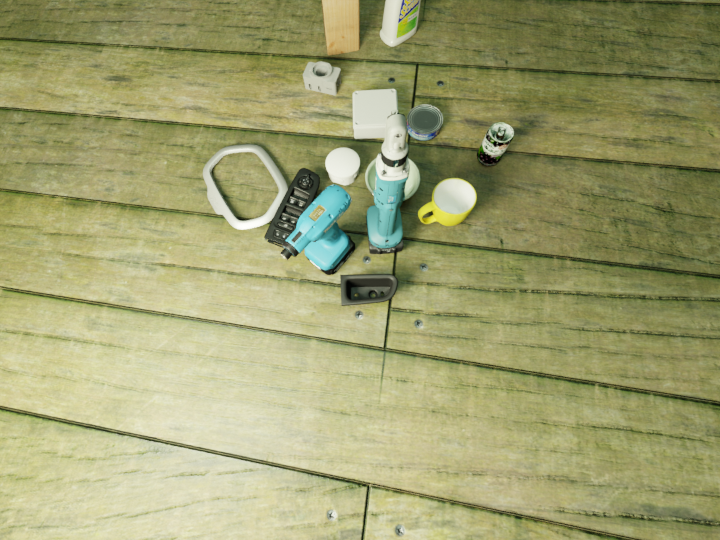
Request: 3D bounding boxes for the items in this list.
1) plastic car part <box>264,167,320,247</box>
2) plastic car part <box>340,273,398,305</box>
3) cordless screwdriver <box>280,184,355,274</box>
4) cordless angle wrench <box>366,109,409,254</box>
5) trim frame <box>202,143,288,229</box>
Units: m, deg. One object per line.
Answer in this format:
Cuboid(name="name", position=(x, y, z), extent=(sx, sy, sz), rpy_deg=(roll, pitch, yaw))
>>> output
Cuboid(name="plastic car part", position=(-0.147, -0.139, 0.967), extent=(0.068, 0.065, 0.204), rpy_deg=(18, 73, 9))
Cuboid(name="plastic car part", position=(0.018, 0.045, 0.882), extent=(0.117, 0.069, 0.067), rpy_deg=(-3, 71, 3))
Cuboid(name="cordless screwdriver", position=(-0.082, -0.053, 0.836), extent=(0.076, 0.243, 0.158), rpy_deg=(38, 77, 12))
Cuboid(name="cordless angle wrench", position=(0.051, -0.137, 0.762), extent=(0.074, 0.413, 0.100), rpy_deg=(-4, 73, -1))
Cuboid(name="trim frame", position=(-0.284, -0.208, 1.026), extent=(0.183, 0.027, 0.257), rpy_deg=(-32, 70, -6))
